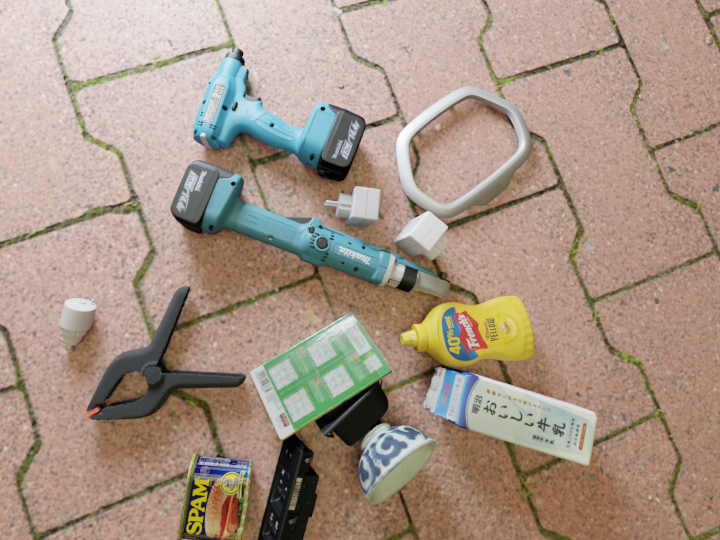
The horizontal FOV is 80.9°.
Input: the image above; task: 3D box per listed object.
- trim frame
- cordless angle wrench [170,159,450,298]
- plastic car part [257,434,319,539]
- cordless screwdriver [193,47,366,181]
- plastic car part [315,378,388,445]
[{"bbox_3d":[0.169,-0.195,0.693,0.247,0.027,0.185,-39,87,-11],"label":"trim frame"},{"bbox_3d":[-0.062,-0.040,0.629,0.418,0.075,0.098,21,82,-6],"label":"cordless angle wrench"},{"bbox_3d":[-0.101,0.337,0.585,0.064,0.069,0.204,24,79,-32],"label":"plastic car part"},{"bbox_3d":[-0.116,-0.238,0.646,0.249,0.074,0.160,16,82,0],"label":"cordless screwdriver"},{"bbox_3d":[-0.002,0.205,0.613,0.115,0.068,0.069,-36,106,-13],"label":"plastic car part"}]
